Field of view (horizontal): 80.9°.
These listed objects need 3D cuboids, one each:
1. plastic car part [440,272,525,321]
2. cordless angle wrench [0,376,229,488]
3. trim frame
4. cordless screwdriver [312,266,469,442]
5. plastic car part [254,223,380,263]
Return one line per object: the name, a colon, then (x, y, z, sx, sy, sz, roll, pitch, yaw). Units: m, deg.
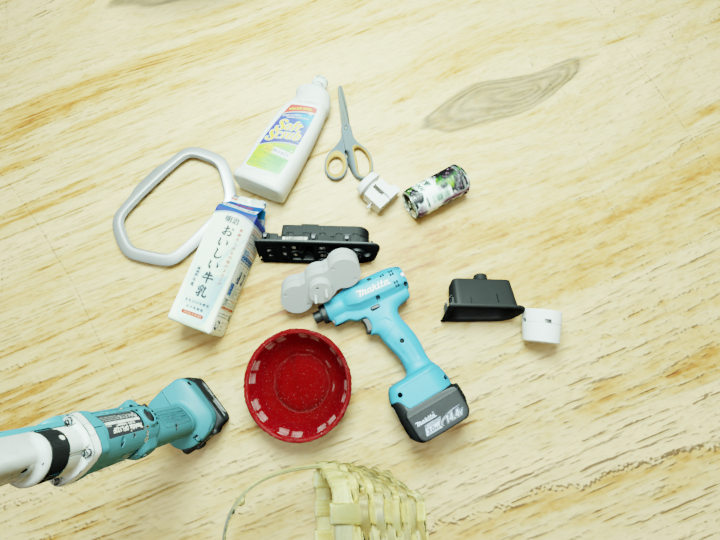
plastic car part: (0.185, 0.039, 0.661, 0.117, 0.064, 0.073, -3, 61, 0)
cordless angle wrench: (-0.258, 0.179, 0.472, 0.074, 0.414, 0.100, -41, 80, -9)
trim frame: (-0.338, -0.119, 0.771, 0.189, 0.027, 0.248, 40, 83, 13)
cordless screwdriver: (0.040, 0.129, 0.640, 0.159, 0.072, 0.257, -25, 70, -2)
plastic car part: (-0.069, -0.045, 0.710, 0.206, 0.064, 0.068, 5, 50, 8)
